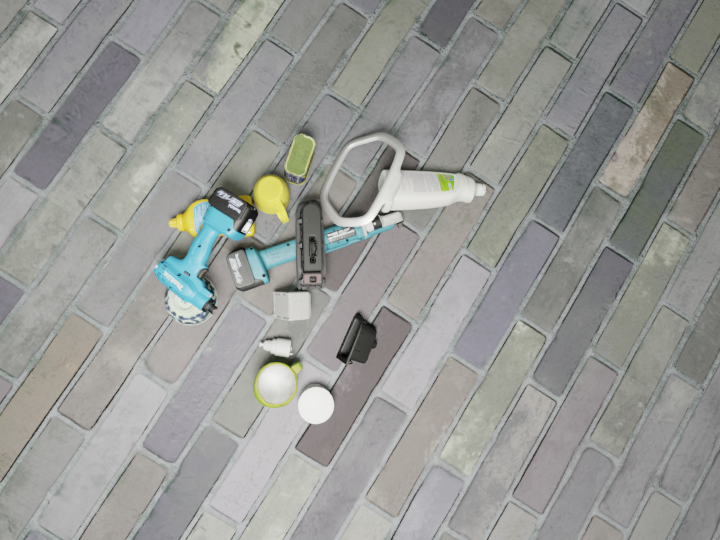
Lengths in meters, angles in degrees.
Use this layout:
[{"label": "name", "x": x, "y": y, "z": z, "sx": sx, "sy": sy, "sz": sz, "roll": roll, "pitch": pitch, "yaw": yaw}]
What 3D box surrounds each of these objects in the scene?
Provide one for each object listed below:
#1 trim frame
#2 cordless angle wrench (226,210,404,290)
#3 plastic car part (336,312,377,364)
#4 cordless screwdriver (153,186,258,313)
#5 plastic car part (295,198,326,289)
[{"label": "trim frame", "x": 0.004, "y": -0.213, "z": 0.981, "sx": 0.194, "sy": 0.026, "sz": 0.249, "roll": 21, "pitch": 80, "yaw": 31}, {"label": "cordless angle wrench", "x": -0.096, "y": -0.063, "z": 0.987, "sx": 0.419, "sy": 0.075, "sz": 0.098, "roll": -20, "pitch": 89, "yaw": -8}, {"label": "plastic car part", "x": 0.002, "y": 0.168, "z": 0.984, "sx": 0.068, "sy": 0.068, "sz": 0.117, "roll": 29, "pitch": 81, "yaw": -20}, {"label": "cordless screwdriver", "x": -0.308, "y": -0.041, "z": 0.898, "sx": 0.162, "sy": 0.073, "sz": 0.248, "roll": 36, "pitch": 90, "yaw": 10}, {"label": "plastic car part", "x": -0.110, "y": -0.061, "z": 0.925, "sx": 0.066, "sy": 0.067, "sz": 0.205, "roll": -2, "pitch": 82, "yaw": -4}]
